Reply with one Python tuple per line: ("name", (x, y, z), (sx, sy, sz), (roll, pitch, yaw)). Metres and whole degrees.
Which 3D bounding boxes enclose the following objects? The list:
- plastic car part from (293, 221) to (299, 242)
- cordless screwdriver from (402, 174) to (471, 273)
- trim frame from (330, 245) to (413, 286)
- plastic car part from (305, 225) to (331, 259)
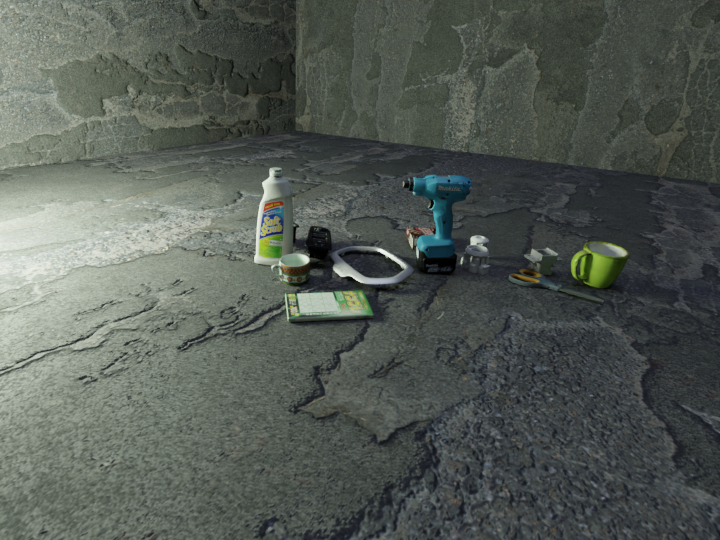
("plastic car part", (-0.226, -0.110, 1.229), (0.063, 0.069, 0.123), (-15, 29, -35))
("cordless screwdriver", (0.177, -0.117, 1.063), (0.160, 0.243, 0.076), (3, 23, 1))
("trim frame", (0.023, -0.016, 1.092), (0.178, 0.027, 0.262), (-11, 28, -24))
("plastic car part", (-0.114, -0.074, 1.164), (0.066, 0.065, 0.208), (1, 25, -4))
